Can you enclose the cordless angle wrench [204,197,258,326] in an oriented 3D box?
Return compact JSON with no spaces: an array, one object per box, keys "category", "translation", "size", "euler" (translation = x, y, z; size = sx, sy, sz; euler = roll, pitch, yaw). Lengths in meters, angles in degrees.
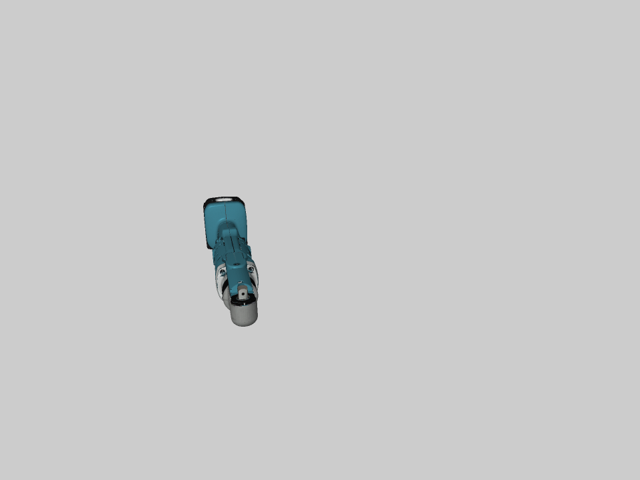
[{"category":"cordless angle wrench","translation":[-0.129,0.020,0.615],"size":[0.074,0.098,0.422],"euler":[-5,17,-14]}]
